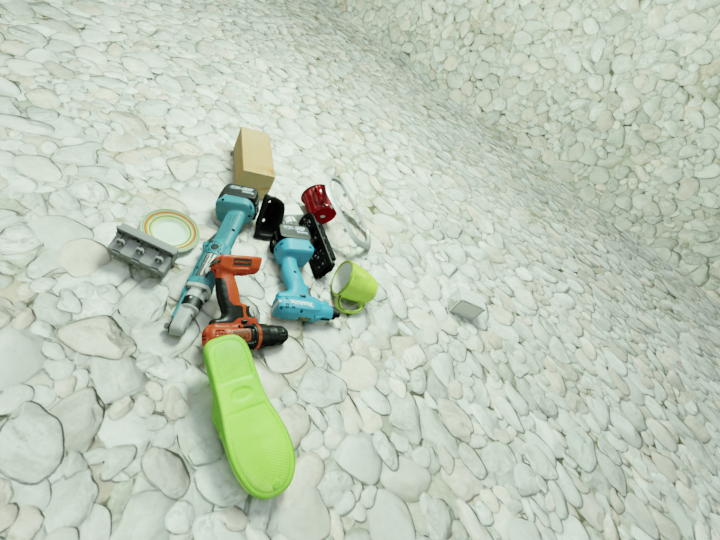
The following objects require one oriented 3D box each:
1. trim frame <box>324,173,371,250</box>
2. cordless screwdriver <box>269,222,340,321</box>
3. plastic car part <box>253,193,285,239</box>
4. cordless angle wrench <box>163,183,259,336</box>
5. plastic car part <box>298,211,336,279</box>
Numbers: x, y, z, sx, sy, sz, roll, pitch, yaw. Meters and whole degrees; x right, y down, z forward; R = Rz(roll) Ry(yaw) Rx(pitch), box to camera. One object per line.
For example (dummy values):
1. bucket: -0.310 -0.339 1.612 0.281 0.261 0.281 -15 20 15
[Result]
1. trim frame: -0.036 -0.166 1.210 0.247 0.028 0.182 58 23 -5
2. cordless screwdriver: -0.136 0.009 1.009 0.153 0.074 0.258 9 49 -26
3. plastic car part: -0.236 -0.144 1.081 0.063 0.115 0.075 6 24 -30
4. cordless angle wrench: -0.321 -0.035 0.933 0.098 0.073 0.432 9 46 -1
5. plastic car part: -0.109 -0.071 1.116 0.063 0.067 0.212 9 44 -42
